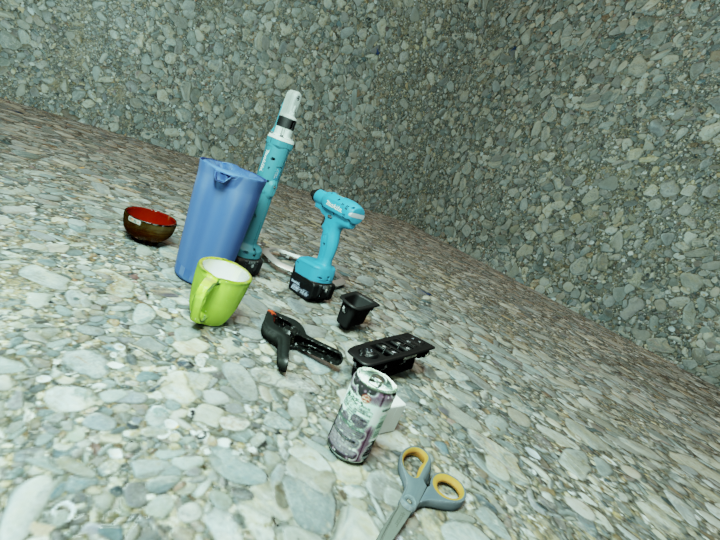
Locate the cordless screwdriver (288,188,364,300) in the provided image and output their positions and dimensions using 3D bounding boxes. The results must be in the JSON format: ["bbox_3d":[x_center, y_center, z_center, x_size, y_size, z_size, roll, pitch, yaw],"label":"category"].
[{"bbox_3d":[-0.097,-0.063,0.990,0.070,0.247,0.168,8,19,-48],"label":"cordless screwdriver"}]

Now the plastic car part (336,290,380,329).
[{"bbox_3d":[-0.017,0.090,0.894,0.069,0.070,0.112,27,15,21],"label":"plastic car part"}]

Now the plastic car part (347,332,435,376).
[{"bbox_3d":[0.047,0.155,0.750,0.070,0.067,0.193,32,17,37],"label":"plastic car part"}]

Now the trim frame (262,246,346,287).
[{"bbox_3d":[-0.155,-0.009,1.159,0.245,0.027,0.188,19,14,-10],"label":"trim frame"}]

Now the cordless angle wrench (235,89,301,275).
[{"bbox_3d":[-0.214,-0.192,0.946,0.103,0.421,0.071,31,15,35],"label":"cordless angle wrench"}]
